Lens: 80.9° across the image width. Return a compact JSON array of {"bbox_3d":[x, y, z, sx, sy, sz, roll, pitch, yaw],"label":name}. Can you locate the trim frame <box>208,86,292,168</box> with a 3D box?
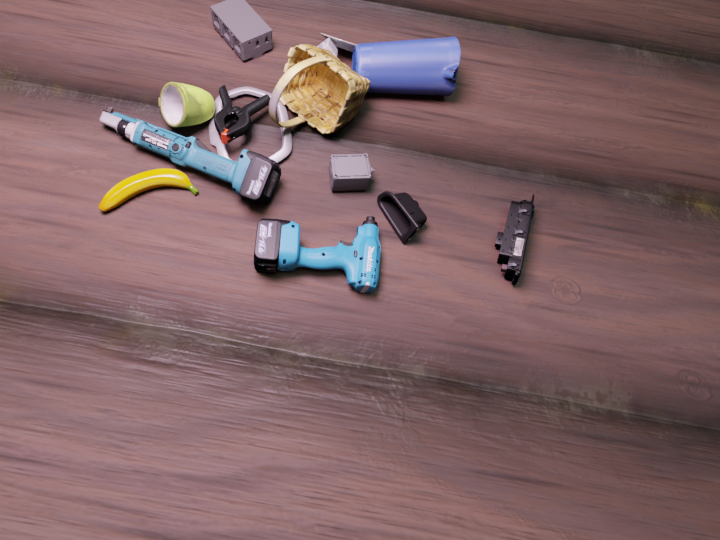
[{"bbox_3d":[-0.253,-0.325,0.967,0.181,0.027,0.255,-9,69,-10],"label":"trim frame"}]

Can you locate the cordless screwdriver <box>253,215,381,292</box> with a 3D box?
[{"bbox_3d":[-0.082,-0.053,0.835,0.246,0.073,0.162,9,65,-5],"label":"cordless screwdriver"}]

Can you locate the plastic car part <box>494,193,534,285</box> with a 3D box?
[{"bbox_3d":[0.323,-0.072,0.886,0.070,0.063,0.204,13,64,27],"label":"plastic car part"}]

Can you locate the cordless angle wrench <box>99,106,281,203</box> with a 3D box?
[{"bbox_3d":[-0.376,-0.255,0.896,0.431,0.073,0.098,23,93,10],"label":"cordless angle wrench"}]

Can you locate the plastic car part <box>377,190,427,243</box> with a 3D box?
[{"bbox_3d":[0.096,-0.126,0.892,0.069,0.066,0.121,-16,65,-30],"label":"plastic car part"}]
